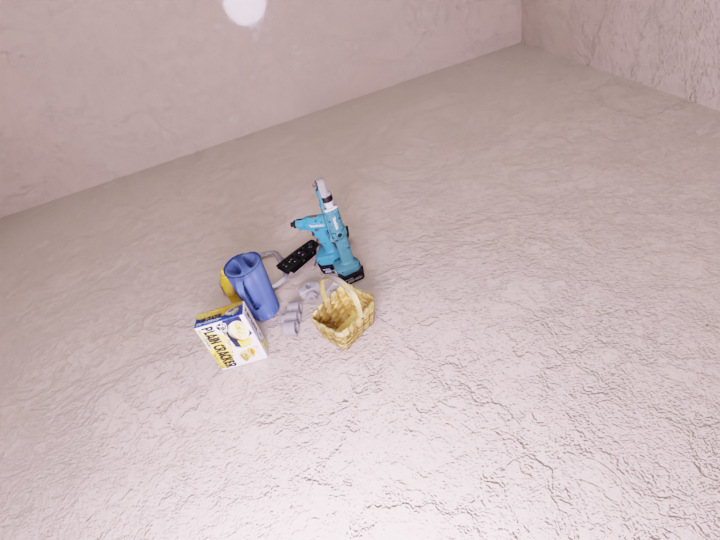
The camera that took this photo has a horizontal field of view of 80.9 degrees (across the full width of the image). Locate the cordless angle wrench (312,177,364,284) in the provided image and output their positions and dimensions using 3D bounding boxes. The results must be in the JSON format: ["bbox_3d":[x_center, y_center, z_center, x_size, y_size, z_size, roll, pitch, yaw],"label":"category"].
[{"bbox_3d":[-0.080,-0.130,1.433,0.097,0.404,0.078,-22,38,-7],"label":"cordless angle wrench"}]

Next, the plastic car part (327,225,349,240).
[{"bbox_3d":[-0.098,-0.127,1.706,0.118,0.068,0.068,-13,38,8],"label":"plastic car part"}]

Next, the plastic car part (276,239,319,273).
[{"bbox_3d":[-0.237,-0.047,1.674,0.070,0.064,0.201,19,52,38],"label":"plastic car part"}]

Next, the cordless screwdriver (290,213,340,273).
[{"bbox_3d":[-0.153,-0.100,1.561,0.164,0.238,0.075,-4,39,17],"label":"cordless screwdriver"}]

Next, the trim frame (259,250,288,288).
[{"bbox_3d":[-0.380,0.000,1.709,0.183,0.026,0.262,-27,39,-8],"label":"trim frame"}]
